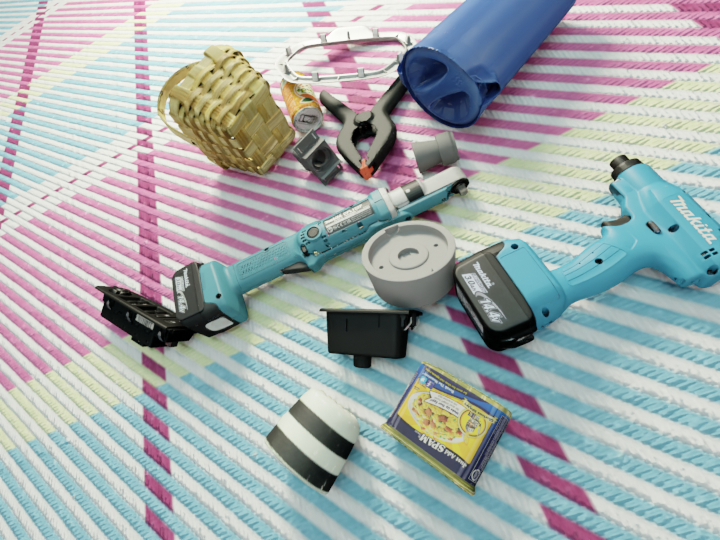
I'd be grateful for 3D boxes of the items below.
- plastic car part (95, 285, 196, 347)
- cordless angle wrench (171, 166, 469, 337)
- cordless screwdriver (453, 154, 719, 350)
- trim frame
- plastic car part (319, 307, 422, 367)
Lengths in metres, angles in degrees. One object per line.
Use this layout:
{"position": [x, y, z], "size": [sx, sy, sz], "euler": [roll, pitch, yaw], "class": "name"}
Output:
{"position": [-0.340, 0.074, 0.655], "size": [0.213, 0.063, 0.067], "euler": [23, 101, 29], "class": "plastic car part"}
{"position": [-0.057, -0.037, 0.580], "size": [0.426, 0.071, 0.102], "euler": [-25, 59, 8], "class": "cordless angle wrench"}
{"position": [0.222, -0.023, 0.449], "size": [0.251, 0.071, 0.166], "euler": [-22, 58, 8], "class": "cordless screwdriver"}
{"position": [-0.028, -0.371, 0.723], "size": [0.255, 0.026, 0.188], "euler": [0, 50, 14], "class": "trim frame"}
{"position": [0.010, 0.079, 0.501], "size": [0.121, 0.063, 0.072], "euler": [-5, 78, 24], "class": "plastic car part"}
